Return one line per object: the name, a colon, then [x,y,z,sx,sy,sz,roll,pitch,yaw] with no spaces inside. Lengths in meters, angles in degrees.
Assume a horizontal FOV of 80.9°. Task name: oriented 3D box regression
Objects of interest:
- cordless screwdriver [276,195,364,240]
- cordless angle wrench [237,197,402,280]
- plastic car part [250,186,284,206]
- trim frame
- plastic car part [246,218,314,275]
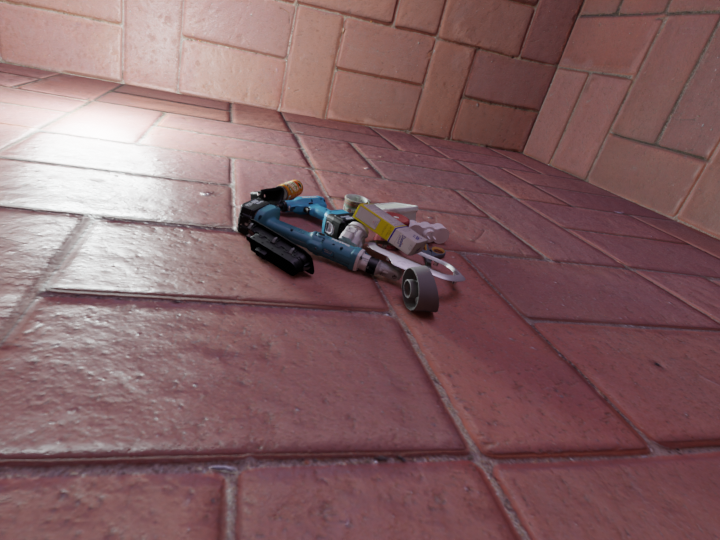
cordless screwdriver: [-0.115,-0.150,1.185,0.153,0.073,0.263,-9,30,-37]
cordless angle wrench: [-0.101,-0.066,1.031,0.435,0.073,0.096,22,28,15]
plastic car part: [-0.287,-0.219,1.266,0.074,0.065,0.114,8,20,21]
trim frame: [0.132,-0.024,1.028,0.258,0.027,0.178,25,17,20]
plastic car part: [-0.192,-0.046,0.957,0.212,0.065,0.065,26,38,26]
